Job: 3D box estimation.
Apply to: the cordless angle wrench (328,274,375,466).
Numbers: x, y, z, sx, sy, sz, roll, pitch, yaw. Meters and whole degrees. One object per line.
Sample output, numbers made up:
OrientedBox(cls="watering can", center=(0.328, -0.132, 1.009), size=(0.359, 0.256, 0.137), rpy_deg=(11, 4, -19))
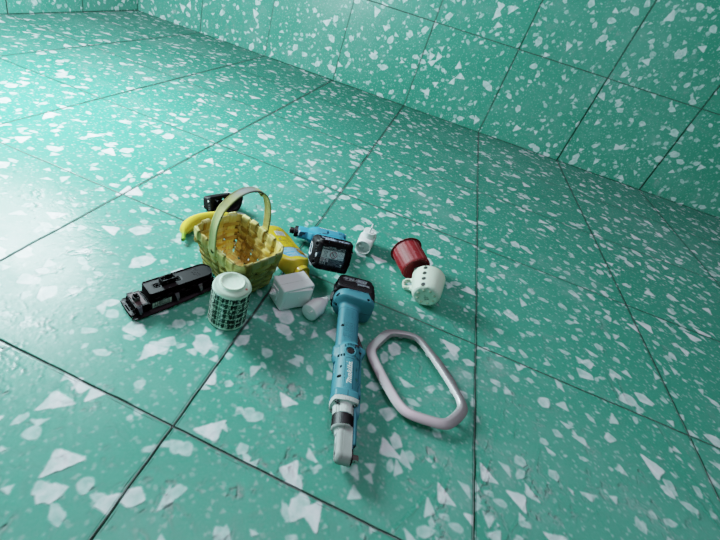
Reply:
OrientedBox(cls="cordless angle wrench", center=(-0.025, 0.175, 0.844), size=(0.097, 0.073, 0.433), rpy_deg=(13, 37, -8))

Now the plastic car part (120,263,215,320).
OrientedBox(cls="plastic car part", center=(-0.392, 0.032, 0.890), size=(0.070, 0.066, 0.196), rpy_deg=(33, 34, 30))

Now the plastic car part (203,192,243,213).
OrientedBox(cls="plastic car part", center=(-0.399, -0.195, 1.202), size=(0.074, 0.064, 0.113), rpy_deg=(20, 29, 27))

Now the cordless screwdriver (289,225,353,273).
OrientedBox(cls="cordless screwdriver", center=(-0.106, -0.069, 1.084), size=(0.157, 0.074, 0.254), rpy_deg=(12, 13, -10))

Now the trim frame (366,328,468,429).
OrientedBox(cls="trim frame", center=(0.115, 0.218, 0.881), size=(0.177, 0.027, 0.262), rpy_deg=(-4, 39, -27))
